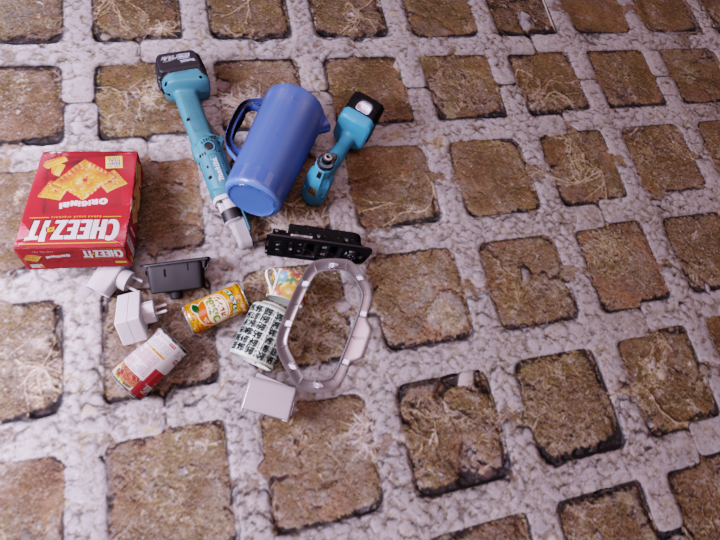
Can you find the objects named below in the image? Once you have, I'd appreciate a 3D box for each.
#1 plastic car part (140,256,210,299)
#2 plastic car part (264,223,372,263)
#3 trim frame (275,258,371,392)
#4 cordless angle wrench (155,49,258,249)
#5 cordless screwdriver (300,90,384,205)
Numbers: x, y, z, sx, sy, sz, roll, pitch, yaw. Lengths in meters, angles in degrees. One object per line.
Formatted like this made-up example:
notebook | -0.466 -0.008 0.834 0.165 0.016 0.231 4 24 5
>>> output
plastic car part | -0.324 0.014 0.755 0.115 0.067 0.071 -11 90 -11
plastic car part | -0.080 -0.052 0.820 0.201 0.065 0.069 10 45 -6
trim frame | -0.055 0.093 0.757 0.175 0.029 0.250 35 63 -31
cordless angle wrench | -0.298 -0.235 0.836 0.096 0.075 0.430 -19 79 -21
cordless screwdriver | -0.035 -0.255 0.841 0.074 0.159 0.249 30 67 -5
